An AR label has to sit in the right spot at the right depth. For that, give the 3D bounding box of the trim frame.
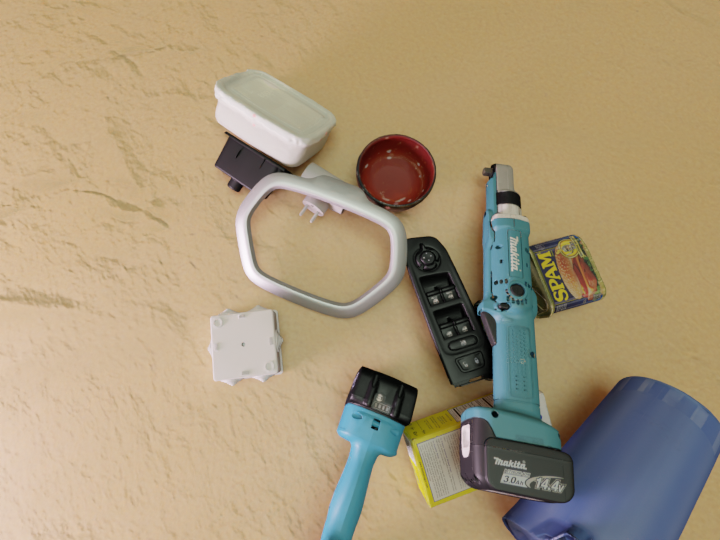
[{"bbox_3d":[-0.058,-0.038,0.589,0.252,0.027,0.183,21,98,7],"label":"trim frame"}]

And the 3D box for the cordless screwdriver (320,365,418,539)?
[{"bbox_3d":[-0.011,0.251,0.501,0.075,0.156,0.251,20,62,3],"label":"cordless screwdriver"}]

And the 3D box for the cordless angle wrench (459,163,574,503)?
[{"bbox_3d":[0.181,0.036,0.520,0.099,0.072,0.431,7,62,3],"label":"cordless angle wrench"}]

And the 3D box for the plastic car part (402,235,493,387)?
[{"bbox_3d":[0.112,0.047,0.572,0.066,0.065,0.208,-19,73,0],"label":"plastic car part"}]

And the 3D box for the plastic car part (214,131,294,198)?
[{"bbox_3d":[-0.166,-0.147,0.630,0.119,0.065,0.071,31,92,9],"label":"plastic car part"}]
